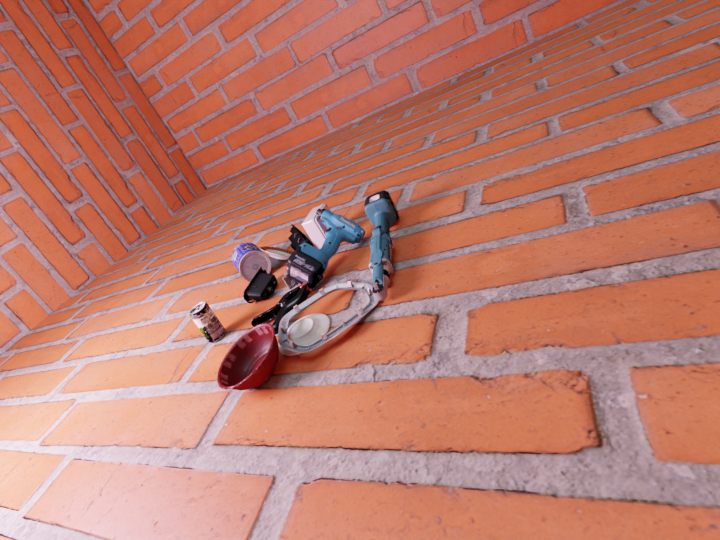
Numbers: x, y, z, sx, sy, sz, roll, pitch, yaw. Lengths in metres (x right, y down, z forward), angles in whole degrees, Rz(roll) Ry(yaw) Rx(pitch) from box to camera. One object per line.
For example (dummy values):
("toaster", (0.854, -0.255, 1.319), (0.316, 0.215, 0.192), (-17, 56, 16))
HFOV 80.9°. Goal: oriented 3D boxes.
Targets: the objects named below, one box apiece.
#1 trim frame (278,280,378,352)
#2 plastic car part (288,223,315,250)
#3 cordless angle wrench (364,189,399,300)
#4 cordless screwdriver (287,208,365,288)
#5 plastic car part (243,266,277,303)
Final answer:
("trim frame", (-0.074, 0.093, 0.932), (0.244, 0.026, 0.194), (-32, 32, -21))
("plastic car part", (-0.199, -0.095, 1.387), (0.067, 0.063, 0.212), (-43, 27, -6))
("cordless angle wrench", (0.052, -0.068, 1.067), (0.076, 0.094, 0.432), (-21, 31, 17))
("cordless screwdriver", (-0.115, -0.075, 1.176), (0.165, 0.072, 0.246), (31, 54, 17))
("plastic car part", (-0.279, 0.050, 1.223), (0.073, 0.063, 0.117), (-1, 38, 22))
